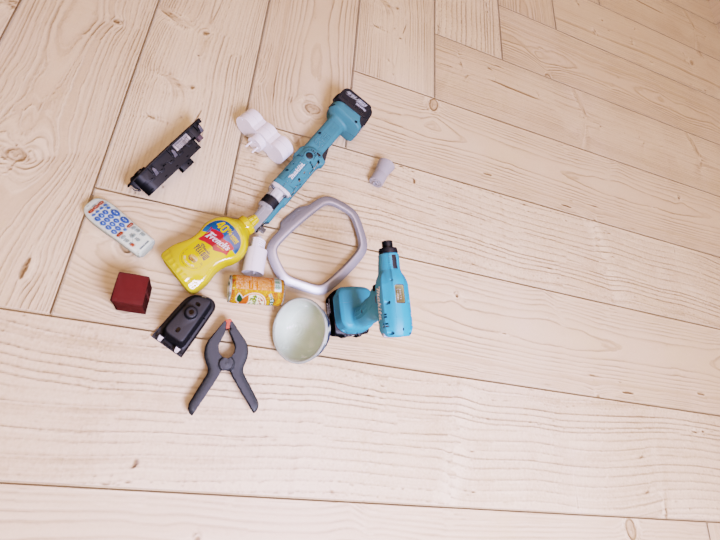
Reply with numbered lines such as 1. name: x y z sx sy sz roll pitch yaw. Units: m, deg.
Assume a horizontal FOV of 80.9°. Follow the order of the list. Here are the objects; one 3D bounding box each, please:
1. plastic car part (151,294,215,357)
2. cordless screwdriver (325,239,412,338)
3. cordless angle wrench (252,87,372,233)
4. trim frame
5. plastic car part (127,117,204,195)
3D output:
1. plastic car part: -0.309 0.086 0.756 0.065 0.072 0.116 37 66 -8
2. cordless screwdriver: 0.010 0.047 0.784 0.072 0.254 0.161 1 78 -24
3. cordless angle wrench: -0.119 -0.246 0.951 0.097 0.075 0.422 37 65 -6
4. trim frame: -0.090 -0.059 0.916 0.184 0.028 0.246 45 64 -1
5. plastic car part: -0.385 -0.221 0.853 0.064 0.069 0.202 53 57 -28
